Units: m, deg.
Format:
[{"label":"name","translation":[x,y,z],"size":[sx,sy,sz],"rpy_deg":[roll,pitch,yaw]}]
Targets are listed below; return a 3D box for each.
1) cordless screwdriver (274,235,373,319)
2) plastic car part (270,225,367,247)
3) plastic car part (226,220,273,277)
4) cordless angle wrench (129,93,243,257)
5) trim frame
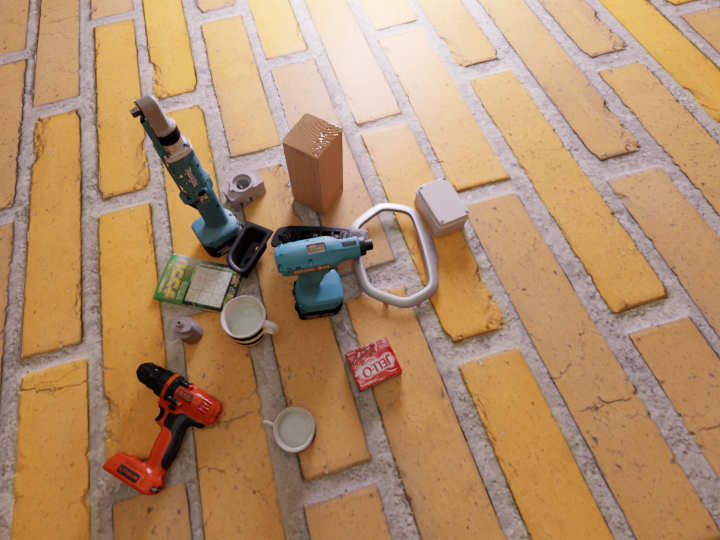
[{"label":"cordless screwdriver","translation":[-0.061,0.011,0.772],"size":[0.158,0.242,0.077],"rpy_deg":[-10,66,-5]},{"label":"plastic car part","translation":[-0.089,-0.058,0.906],"size":[0.205,0.065,0.067],"rpy_deg":[6,65,6]},{"label":"plastic car part","translation":[-0.237,-0.036,0.903],"size":[0.067,0.069,0.117],"rpy_deg":[21,67,10]},{"label":"cordless angle wrench","translation":[-0.305,-0.156,0.776],"size":[0.097,0.412,0.077],"rpy_deg":[-34,71,-15]},{"label":"trim frame","translation":[0.073,-0.038,0.907],"size":[0.184,0.027,0.257],"rpy_deg":[-11,64,-2]}]
